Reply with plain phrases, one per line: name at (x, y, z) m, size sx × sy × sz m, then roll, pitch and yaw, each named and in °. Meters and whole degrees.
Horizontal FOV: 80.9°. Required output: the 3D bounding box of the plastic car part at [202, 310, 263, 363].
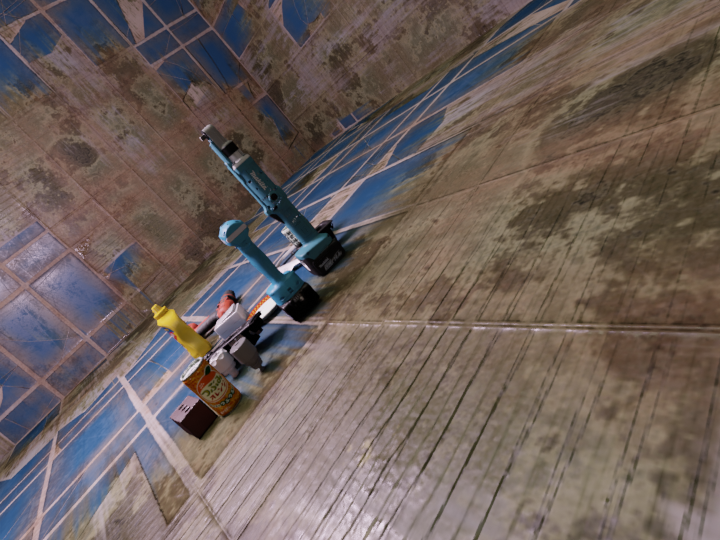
plastic car part at (-0.281, 0.171, 0.929) m, size 0.205 × 0.065 × 0.067 m, roll -35°, pitch 18°, yaw 19°

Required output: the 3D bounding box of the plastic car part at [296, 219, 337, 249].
plastic car part at (-0.108, -0.070, 1.102) m, size 0.116 × 0.069 × 0.068 m, roll -47°, pitch 18°, yaw -16°

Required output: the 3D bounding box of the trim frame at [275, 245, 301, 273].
trim frame at (-0.180, -0.055, 1.267) m, size 0.257 × 0.027 × 0.184 m, roll -19°, pitch 30°, yaw 47°

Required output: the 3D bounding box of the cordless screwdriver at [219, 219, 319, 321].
cordless screwdriver at (-0.205, -0.008, 0.900) m, size 0.074 × 0.242 × 0.165 m, roll -45°, pitch 16°, yaw -13°

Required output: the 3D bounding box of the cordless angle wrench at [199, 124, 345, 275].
cordless angle wrench at (-0.204, -0.165, 0.973) m, size 0.097 × 0.412 × 0.077 m, roll -45°, pitch 15°, yaw -13°
